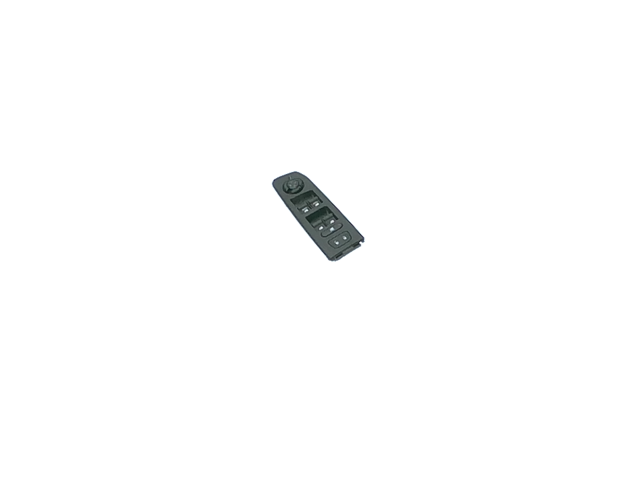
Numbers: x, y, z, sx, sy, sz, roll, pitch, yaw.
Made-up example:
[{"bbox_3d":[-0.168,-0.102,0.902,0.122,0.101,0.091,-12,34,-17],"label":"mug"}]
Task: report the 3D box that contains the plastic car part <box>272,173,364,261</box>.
[{"bbox_3d":[-0.008,-0.040,0.716,0.066,0.203,0.067,-35,-29,-7],"label":"plastic car part"}]
